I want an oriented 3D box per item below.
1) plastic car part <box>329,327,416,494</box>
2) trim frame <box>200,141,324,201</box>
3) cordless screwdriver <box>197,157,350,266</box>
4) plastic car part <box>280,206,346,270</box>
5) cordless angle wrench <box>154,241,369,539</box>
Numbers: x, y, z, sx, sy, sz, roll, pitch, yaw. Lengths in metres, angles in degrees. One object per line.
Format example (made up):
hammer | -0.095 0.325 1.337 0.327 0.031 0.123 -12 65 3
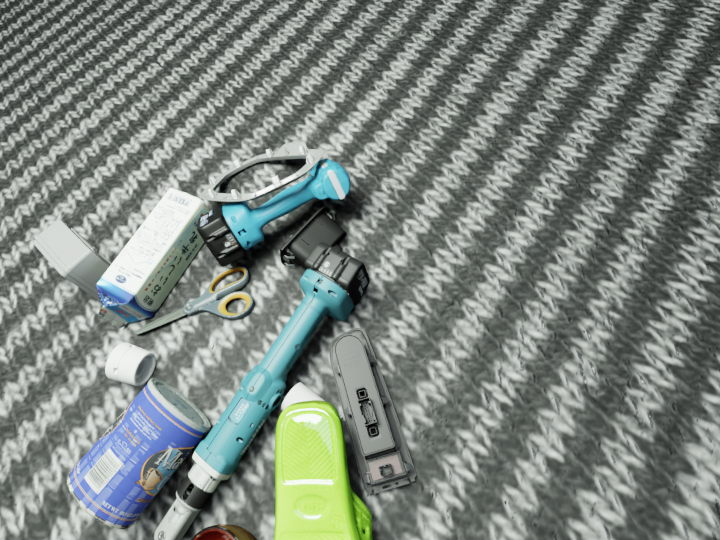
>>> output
plastic car part | 0.003 0.168 0.546 0.067 0.064 0.211 -22 58 5
trim frame | -0.171 -0.167 0.711 0.262 0.026 0.182 11 45 46
cordless screwdriver | -0.142 -0.112 0.700 0.249 0.071 0.165 -28 26 1
plastic car part | -0.066 -0.043 0.674 0.072 0.065 0.116 41 72 9
cordless angle wrench | -0.130 0.158 0.561 0.077 0.094 0.423 27 74 21
